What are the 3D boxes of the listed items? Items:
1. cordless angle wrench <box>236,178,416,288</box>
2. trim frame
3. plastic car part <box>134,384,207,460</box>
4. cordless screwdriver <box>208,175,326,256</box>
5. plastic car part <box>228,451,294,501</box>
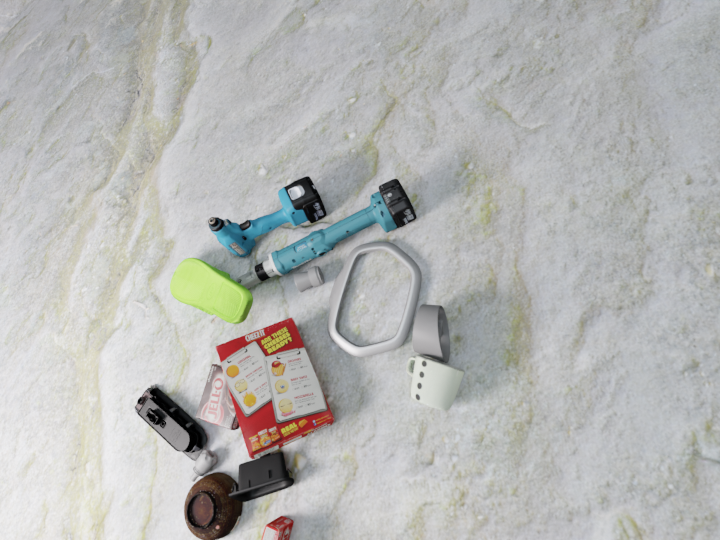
[{"bbox_3d":[-0.090,-0.059,0.920,0.427,0.094,0.077,-26,69,10],"label":"cordless angle wrench"},{"bbox_3d":[0.024,0.055,0.870,0.191,0.026,0.250,11,75,21],"label":"trim frame"},{"bbox_3d":[-0.405,0.318,0.889,0.212,0.064,0.066,27,72,22],"label":"plastic car part"},{"bbox_3d":[-0.208,-0.124,0.946,0.250,0.152,0.077,-27,66,3],"label":"cordless screwdriver"},{"bbox_3d":[-0.183,0.379,0.795,0.117,0.063,0.074,-23,51,4],"label":"plastic car part"}]
